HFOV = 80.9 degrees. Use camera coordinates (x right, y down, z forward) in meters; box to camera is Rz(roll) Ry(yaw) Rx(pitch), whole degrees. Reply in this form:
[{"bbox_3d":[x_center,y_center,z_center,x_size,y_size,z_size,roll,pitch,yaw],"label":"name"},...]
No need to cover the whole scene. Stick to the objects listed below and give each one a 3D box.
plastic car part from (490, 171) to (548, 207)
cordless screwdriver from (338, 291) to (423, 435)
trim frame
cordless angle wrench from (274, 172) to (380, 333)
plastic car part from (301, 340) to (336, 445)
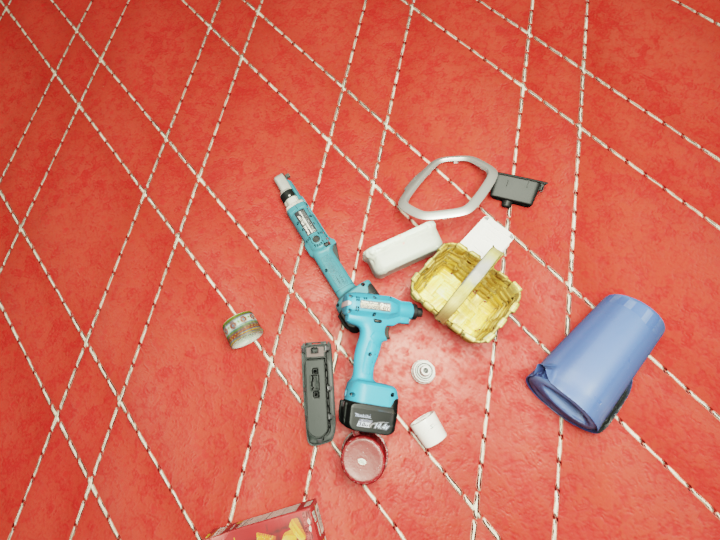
[{"bbox_3d":[0.341,-0.173,0.941,0.120,0.064,0.071,14,89,15],"label":"plastic car part"},{"bbox_3d":[0.040,0.170,0.793,0.156,0.075,0.252,7,74,-12],"label":"cordless screwdriver"},{"bbox_3d":[0.190,-0.186,0.933,0.194,0.026,0.247,17,54,32],"label":"trim frame"},{"bbox_3d":[-0.094,-0.061,0.959,0.097,0.072,0.439,-31,68,-5],"label":"cordless angle wrench"},{"bbox_3d":[-0.085,0.247,0.858,0.066,0.066,0.207,-4,74,-3],"label":"plastic car part"}]
